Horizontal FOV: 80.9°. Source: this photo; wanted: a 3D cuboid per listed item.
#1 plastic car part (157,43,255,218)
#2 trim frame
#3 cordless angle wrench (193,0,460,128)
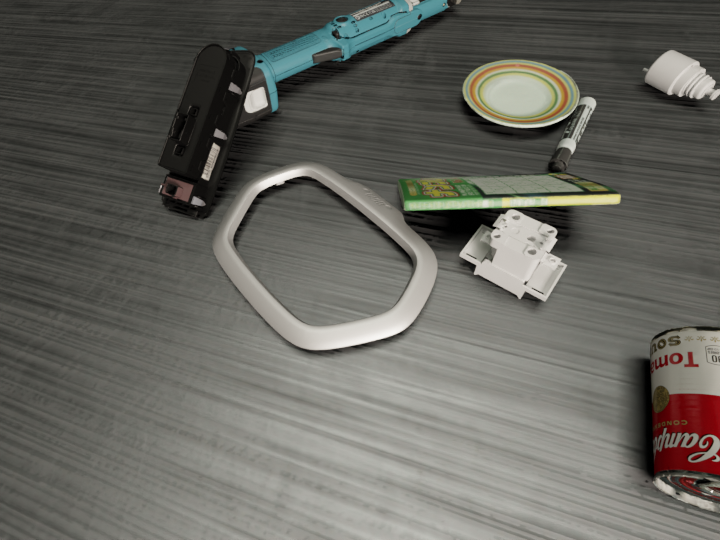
[{"bbox_3d":[-0.181,-0.167,0.477,0.069,0.064,0.203,18,85,22],"label":"plastic car part"},{"bbox_3d":[-0.042,-0.028,0.432,0.182,0.026,0.261,-40,58,-16],"label":"trim frame"},{"bbox_3d":[-0.026,-0.334,0.610,0.417,0.072,0.103,-32,59,-15],"label":"cordless angle wrench"}]
